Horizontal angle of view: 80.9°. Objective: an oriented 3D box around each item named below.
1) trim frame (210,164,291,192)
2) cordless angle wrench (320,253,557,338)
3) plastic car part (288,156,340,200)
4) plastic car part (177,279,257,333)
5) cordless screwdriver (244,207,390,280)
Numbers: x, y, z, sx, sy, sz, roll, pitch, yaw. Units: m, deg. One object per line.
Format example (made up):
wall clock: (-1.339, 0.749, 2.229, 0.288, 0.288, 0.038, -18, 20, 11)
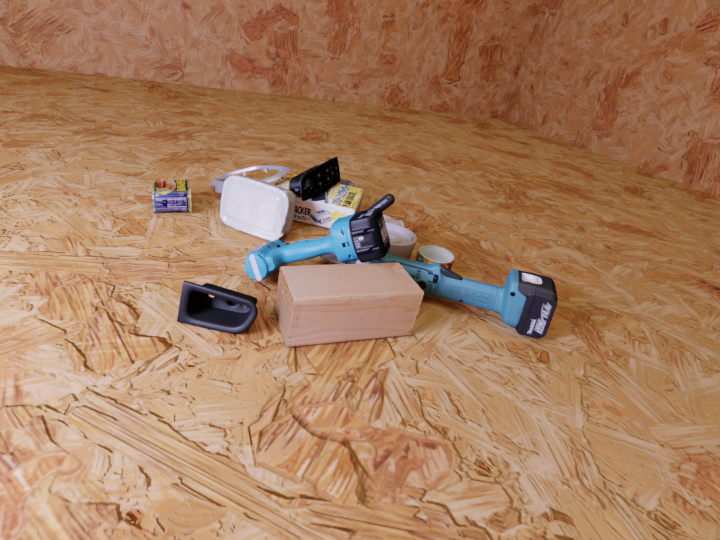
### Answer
trim frame: (-0.289, -0.241, 1.103, 0.179, 0.027, 0.263, -32, 33, -34)
cordless angle wrench: (0.121, 0.014, 0.784, 0.437, 0.096, 0.073, 14, 28, 18)
plastic car part: (-0.112, -0.223, 1.018, 0.069, 0.064, 0.201, 9, 29, 17)
plastic car part: (-0.210, 0.052, 0.650, 0.116, 0.065, 0.072, 13, 14, -1)
cordless screwdriver: (-0.075, -0.049, 0.769, 0.253, 0.073, 0.159, -13, 15, 13)
